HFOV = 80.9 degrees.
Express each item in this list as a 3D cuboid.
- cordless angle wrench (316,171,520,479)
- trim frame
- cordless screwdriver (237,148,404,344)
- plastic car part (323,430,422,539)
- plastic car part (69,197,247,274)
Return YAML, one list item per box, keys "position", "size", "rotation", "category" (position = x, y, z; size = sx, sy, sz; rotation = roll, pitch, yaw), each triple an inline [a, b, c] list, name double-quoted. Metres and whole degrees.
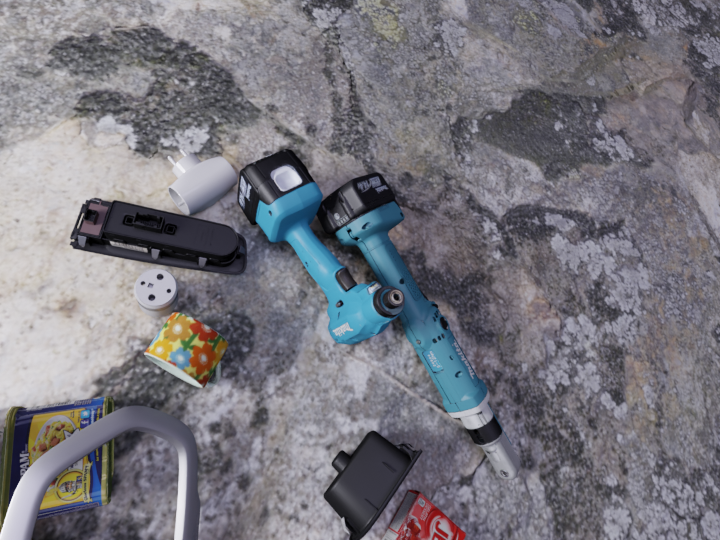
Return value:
- position: [0.086, 0.074, 0.549]
  size: [0.095, 0.076, 0.426]
  rotation: [-24, 83, -52]
  category: "cordless angle wrench"
- position: [-0.211, 0.248, 0.360]
  size: [0.174, 0.028, 0.254]
  rotation: [22, 57, -50]
  category: "trim frame"
- position: [-0.049, -0.032, 0.499]
  size: [0.073, 0.160, 0.253]
  rotation: [-29, 81, -27]
  category: "cordless screwdriver"
- position: [0.004, 0.230, 0.477]
  size: [0.073, 0.065, 0.115]
  rotation: [41, 66, 14]
  category: "plastic car part"
- position: [-0.230, -0.045, 0.502]
  size: [0.197, 0.067, 0.068]
  rotation: [14, 61, -17]
  category: "plastic car part"
